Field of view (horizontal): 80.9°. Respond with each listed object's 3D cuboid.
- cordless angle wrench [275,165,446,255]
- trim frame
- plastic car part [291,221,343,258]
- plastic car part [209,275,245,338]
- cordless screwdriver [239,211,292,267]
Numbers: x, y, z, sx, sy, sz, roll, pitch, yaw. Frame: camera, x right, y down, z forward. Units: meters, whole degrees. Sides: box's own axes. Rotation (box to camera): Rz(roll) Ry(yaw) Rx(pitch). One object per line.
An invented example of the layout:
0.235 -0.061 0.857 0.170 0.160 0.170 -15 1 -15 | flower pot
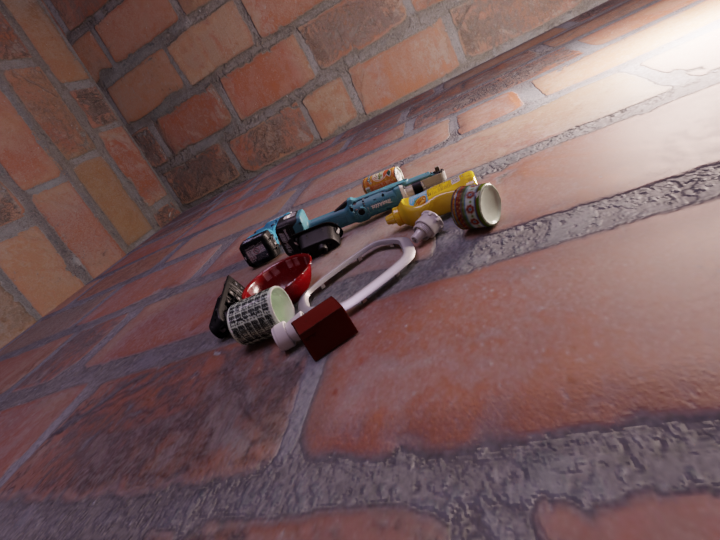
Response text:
0.000 -0.151 1.026 0.429 0.095 0.076 -19 22 12 | cordless angle wrench
-0.007 0.009 0.769 0.246 0.026 0.193 -39 26 -17 | trim frame
-0.097 -0.063 0.991 0.118 0.063 0.073 -21 37 12 | plastic car part
-0.284 0.081 0.898 0.067 0.064 0.210 -39 23 2 | plastic car part
-0.284 -0.091 1.239 0.162 0.072 0.251 -22 20 17 | cordless screwdriver
